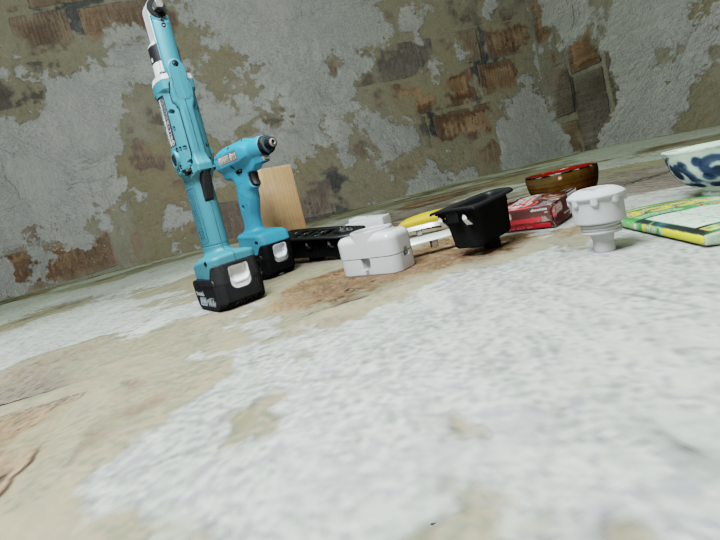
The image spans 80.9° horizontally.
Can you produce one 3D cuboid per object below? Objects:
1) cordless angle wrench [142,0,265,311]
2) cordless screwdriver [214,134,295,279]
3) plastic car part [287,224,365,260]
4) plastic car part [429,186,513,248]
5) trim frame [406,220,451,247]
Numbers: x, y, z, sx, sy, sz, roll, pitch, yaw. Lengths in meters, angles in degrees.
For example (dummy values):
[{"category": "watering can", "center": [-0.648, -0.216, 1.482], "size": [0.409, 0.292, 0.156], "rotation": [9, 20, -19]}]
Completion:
[{"category": "cordless angle wrench", "center": [-0.232, -0.156, 0.589], "size": [0.072, 0.419, 0.102], "rotation": [-18, 8, -37]}, {"category": "cordless screwdriver", "center": [-0.178, -0.111, 0.755], "size": [0.166, 0.246, 0.072], "rotation": [-6, 9, 45]}, {"category": "plastic car part", "center": [-0.079, -0.051, 0.805], "size": [0.212, 0.066, 0.064], "rotation": [-5, 12, 41]}, {"category": "plastic car part", "center": [0.157, -0.062, 0.540], "size": [0.113, 0.070, 0.069], "rotation": [-20, 10, -35]}, {"category": "trim frame", "center": [0.101, -0.058, 0.711], "size": [0.190, 0.027, 0.244], "rotation": [-10, 11, 23]}]
